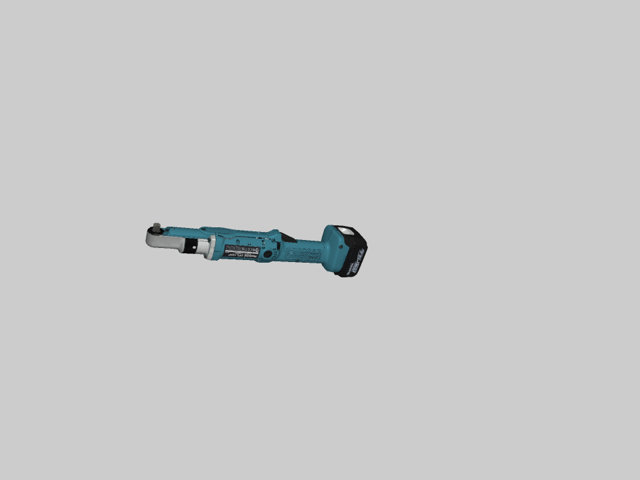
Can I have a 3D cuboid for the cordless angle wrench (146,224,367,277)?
[{"bbox_3d":[-0.106,0.012,0.806,0.422,0.098,0.074,5,28,-31],"label":"cordless angle wrench"}]
